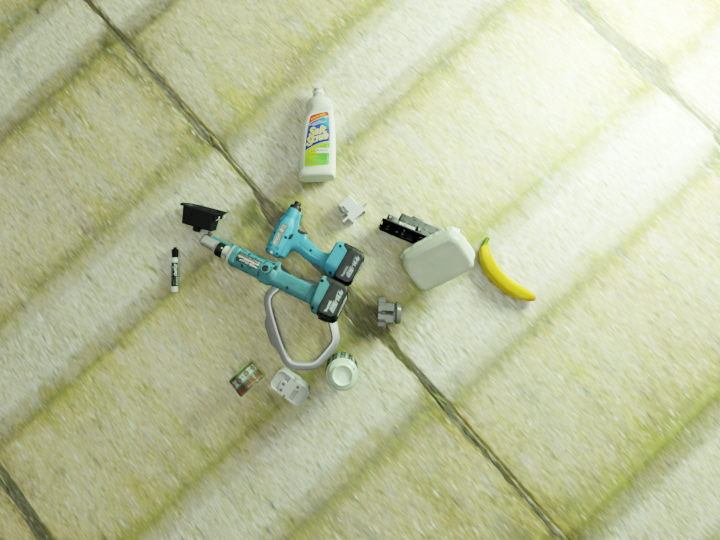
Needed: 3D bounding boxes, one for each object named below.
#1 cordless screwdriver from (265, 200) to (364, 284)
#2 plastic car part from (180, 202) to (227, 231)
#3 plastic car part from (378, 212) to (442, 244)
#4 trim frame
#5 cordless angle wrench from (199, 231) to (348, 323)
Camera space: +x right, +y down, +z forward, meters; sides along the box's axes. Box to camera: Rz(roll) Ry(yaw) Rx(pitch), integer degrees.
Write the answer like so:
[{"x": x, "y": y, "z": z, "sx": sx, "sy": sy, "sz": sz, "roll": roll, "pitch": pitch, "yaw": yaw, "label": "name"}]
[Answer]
[{"x": -0.108, "y": -0.070, "z": 1.100, "sx": 0.253, "sy": 0.073, "sz": 0.159, "roll": 24, "pitch": 81, "yaw": 9, "label": "cordless screwdriver"}, {"x": -0.428, "y": -0.138, "z": 1.135, "sx": 0.118, "sy": 0.066, "sz": 0.070, "roll": 12, "pitch": 100, "yaw": 6, "label": "plastic car part"}, {"x": 0.153, "y": -0.098, "z": 1.097, "sx": 0.206, "sy": 0.065, "sz": 0.067, "roll": 27, "pitch": 61, "yaw": 6, "label": "plastic car part"}, {"x": -0.158, "y": 0.136, "z": 1.104, "sx": 0.184, "sy": 0.027, "sz": 0.250, "roll": -20, "pitch": 85, "yaw": 0, "label": "trim frame"}, {"x": -0.237, "y": 0.003, "z": 1.086, "sx": 0.434, "sy": 0.072, "sz": 0.098, "roll": 24, "pitch": 71, "yaw": 14, "label": "cordless angle wrench"}]
